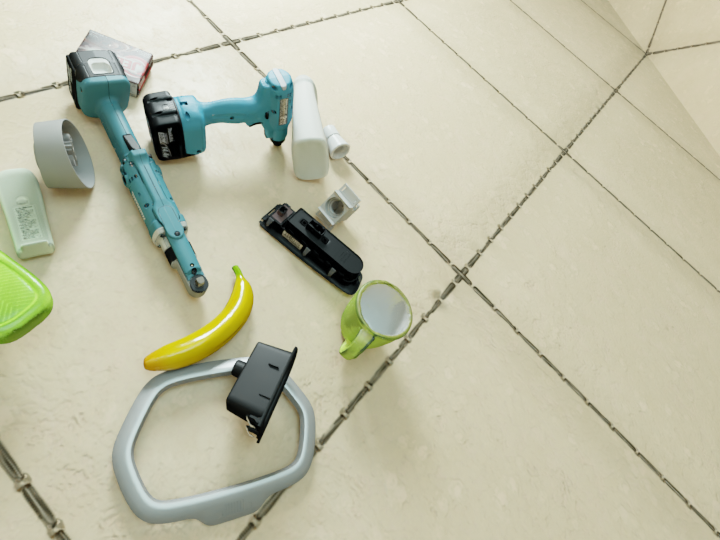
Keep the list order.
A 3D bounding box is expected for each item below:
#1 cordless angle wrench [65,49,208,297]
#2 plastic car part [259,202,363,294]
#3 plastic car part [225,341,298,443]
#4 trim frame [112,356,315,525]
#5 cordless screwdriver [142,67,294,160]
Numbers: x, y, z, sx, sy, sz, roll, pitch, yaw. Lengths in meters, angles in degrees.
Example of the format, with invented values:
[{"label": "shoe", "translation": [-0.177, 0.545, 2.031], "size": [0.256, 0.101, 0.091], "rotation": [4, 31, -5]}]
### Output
[{"label": "cordless angle wrench", "translation": [-0.332, -0.146, 0.641], "size": [0.072, 0.099, 0.432], "rotation": [-22, 75, -36]}, {"label": "plastic car part", "translation": [-0.070, -0.046, 0.712], "size": [0.203, 0.067, 0.065], "rotation": [42, 44, 1]}, {"label": "plastic car part", "translation": [-0.132, 0.142, 0.537], "size": [0.071, 0.065, 0.118], "rotation": [18, 50, 1]}, {"label": "trim frame", "translation": [-0.170, 0.204, 0.525], "size": [0.239, 0.027, 0.191], "rotation": [-4, 60, -29]}, {"label": "cordless screwdriver", "translation": [-0.236, -0.253, 0.735], "size": [0.244, 0.157, 0.077], "rotation": [-19, 69, -17]}]
